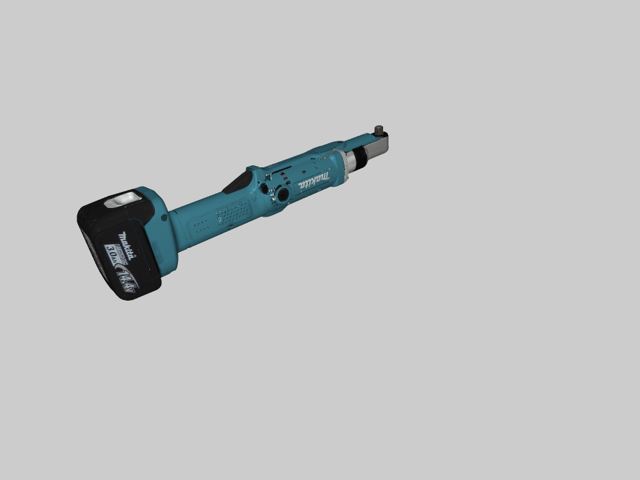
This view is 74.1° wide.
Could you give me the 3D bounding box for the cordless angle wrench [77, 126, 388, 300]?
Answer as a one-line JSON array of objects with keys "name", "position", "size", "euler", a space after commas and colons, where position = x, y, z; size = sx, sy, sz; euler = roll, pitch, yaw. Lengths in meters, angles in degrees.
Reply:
[{"name": "cordless angle wrench", "position": [-0.063, -0.064, 0.532], "size": [0.422, 0.098, 0.074], "euler": [-27, 36, -31]}]
